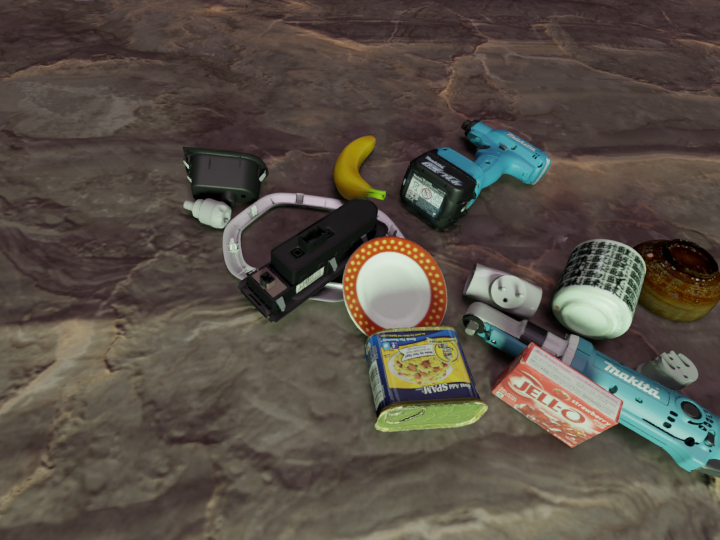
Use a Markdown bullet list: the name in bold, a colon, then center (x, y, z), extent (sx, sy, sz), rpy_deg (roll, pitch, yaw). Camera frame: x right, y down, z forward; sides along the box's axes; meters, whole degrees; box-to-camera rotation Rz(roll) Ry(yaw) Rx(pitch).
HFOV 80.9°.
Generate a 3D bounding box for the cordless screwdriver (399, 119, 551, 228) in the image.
- **cordless screwdriver**: center (0.161, -0.167, 0.653), extent (0.242, 0.073, 0.167), rpy_deg (-27, 58, -31)

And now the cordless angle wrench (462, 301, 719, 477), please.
- **cordless angle wrench**: center (0.301, 0.147, 0.406), extent (0.440, 0.072, 0.097), rpy_deg (30, 52, 21)

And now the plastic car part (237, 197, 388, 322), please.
- **plastic car part**: center (-0.046, -0.030, 0.493), extent (0.070, 0.065, 0.199), rpy_deg (35, 52, 28)

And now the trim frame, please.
- **trim frame**: center (-0.053, -0.035, 0.545), extent (0.248, 0.027, 0.188), rpy_deg (9, 50, -1)

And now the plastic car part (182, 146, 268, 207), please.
- **plastic car part**: center (-0.189, -0.123, 0.589), extent (0.115, 0.065, 0.072), rpy_deg (6, 65, -7)
